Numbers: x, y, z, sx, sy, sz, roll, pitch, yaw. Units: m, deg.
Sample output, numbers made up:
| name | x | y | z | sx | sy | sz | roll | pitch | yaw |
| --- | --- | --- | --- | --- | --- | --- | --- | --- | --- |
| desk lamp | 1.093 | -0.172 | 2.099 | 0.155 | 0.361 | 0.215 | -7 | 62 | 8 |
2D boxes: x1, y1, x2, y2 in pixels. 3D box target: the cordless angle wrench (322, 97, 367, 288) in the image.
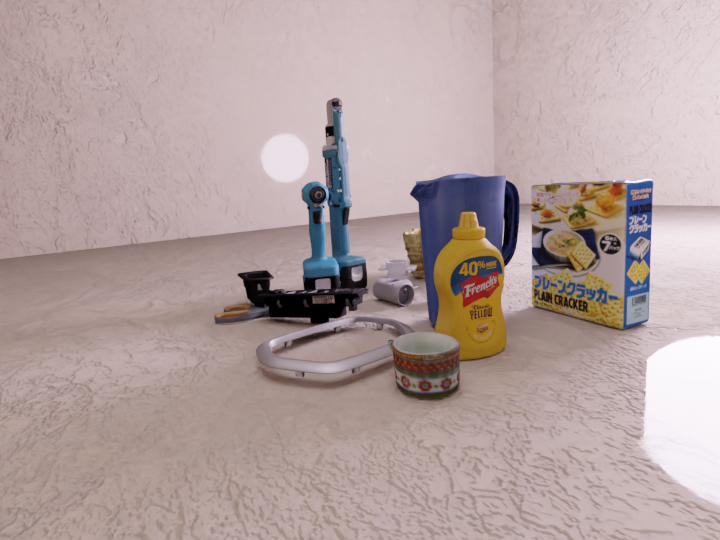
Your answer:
| name | x | y | z | sx | sy | sz | roll | pitch | yaw |
| --- | --- | --- | --- | --- | --- | --- | --- | --- | --- |
| cordless angle wrench | -0.048 | -0.165 | 0.944 | 0.071 | 0.418 | 0.103 | -9 | 10 | -36 |

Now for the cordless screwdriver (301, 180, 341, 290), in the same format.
| name | x | y | z | sx | sy | sz | roll | pitch | yaw |
| --- | --- | --- | --- | --- | --- | --- | --- | --- | --- |
| cordless screwdriver | -0.083 | -0.054 | 0.851 | 0.074 | 0.246 | 0.162 | -5 | 9 | -8 |

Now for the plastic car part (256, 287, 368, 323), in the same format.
| name | x | y | z | sx | sy | sz | roll | pitch | yaw |
| --- | --- | --- | --- | --- | --- | --- | --- | --- | --- |
| plastic car part | -0.089 | 0.059 | 0.751 | 0.211 | 0.066 | 0.064 | 1 | 11 | 25 |

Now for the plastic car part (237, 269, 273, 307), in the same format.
| name | x | y | z | sx | sy | sz | roll | pitch | yaw |
| --- | --- | --- | --- | --- | --- | --- | --- | --- | --- |
| plastic car part | -0.212 | 0.040 | 0.873 | 0.064 | 0.070 | 0.121 | -7 | 11 | -20 |

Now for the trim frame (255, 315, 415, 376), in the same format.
| name | x | y | z | sx | sy | sz | roll | pitch | yaw |
| --- | --- | --- | --- | --- | --- | --- | --- | --- | --- |
| trim frame | -0.030 | 0.104 | 0.611 | 0.239 | 0.027 | 0.194 | -14 | 15 | -38 |
